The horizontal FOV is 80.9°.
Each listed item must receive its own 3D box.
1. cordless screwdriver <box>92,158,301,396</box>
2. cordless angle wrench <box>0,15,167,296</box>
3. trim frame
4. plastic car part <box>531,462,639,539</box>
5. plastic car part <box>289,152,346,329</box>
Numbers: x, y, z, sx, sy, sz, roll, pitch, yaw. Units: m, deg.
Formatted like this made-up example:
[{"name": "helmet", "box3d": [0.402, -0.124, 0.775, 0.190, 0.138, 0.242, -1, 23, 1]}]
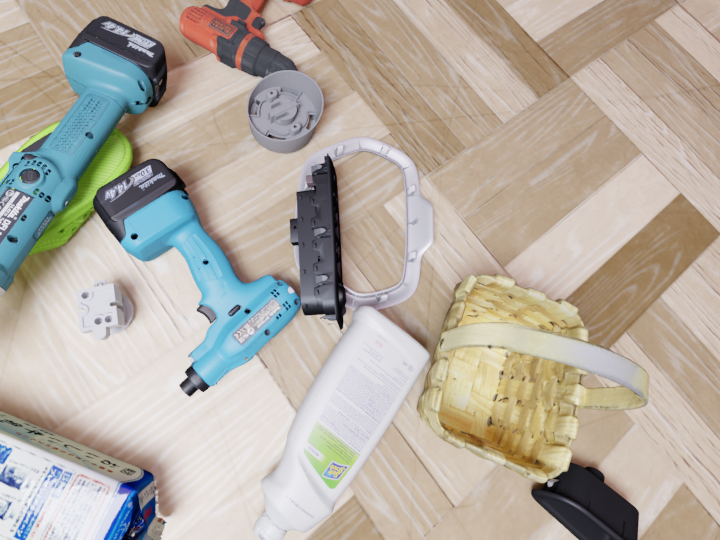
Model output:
[{"name": "cordless screwdriver", "box3d": [-0.204, 0.005, 0.482, 0.250, 0.074, 0.158, 46, 72, 3]}, {"name": "cordless angle wrench", "box3d": [-0.329, -0.085, 0.430, 0.096, 0.075, 0.428, 22, 64, -12]}, {"name": "trim frame", "box3d": [0.005, -0.070, 0.561, 0.182, 0.027, 0.253, 6, 70, -8]}, {"name": "plastic car part", "box3d": [0.263, 0.264, 0.478, 0.118, 0.066, 0.070, 42, 56, 8]}, {"name": "plastic car part", "box3d": [-0.049, -0.032, 0.498, 0.067, 0.065, 0.207, -7, 74, -3]}]
